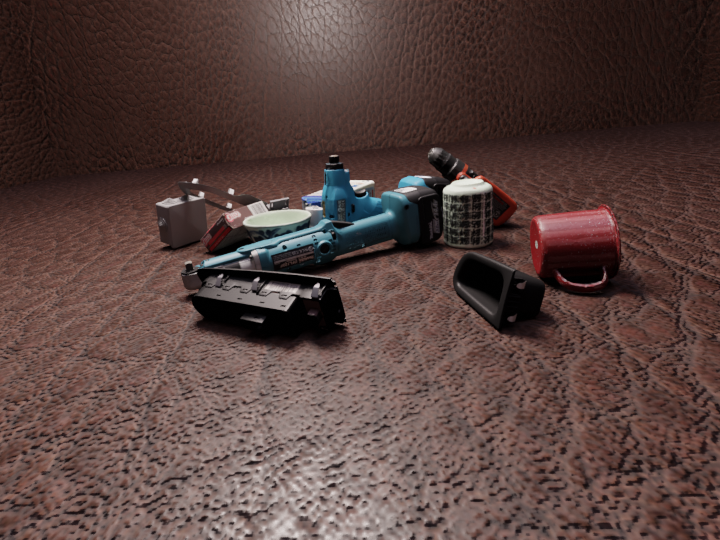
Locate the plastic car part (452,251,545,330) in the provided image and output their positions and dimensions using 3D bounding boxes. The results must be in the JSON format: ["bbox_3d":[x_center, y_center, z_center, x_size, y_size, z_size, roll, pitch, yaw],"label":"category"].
[{"bbox_3d":[0.163,0.018,0.484,0.070,0.065,0.119,8,14,-11],"label":"plastic car part"}]

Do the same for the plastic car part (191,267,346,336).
[{"bbox_3d":[-0.121,0.039,0.495,0.212,0.063,0.067,8,48,30],"label":"plastic car part"}]

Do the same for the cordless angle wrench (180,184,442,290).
[{"bbox_3d":[-0.065,-0.043,0.666,0.413,0.095,0.078,-18,22,-20],"label":"cordless angle wrench"}]

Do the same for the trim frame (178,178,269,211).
[{"bbox_3d":[-0.273,-0.146,0.908,0.194,0.028,0.234,10,-9,45],"label":"trim frame"}]

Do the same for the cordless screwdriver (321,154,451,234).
[{"bbox_3d":[0.047,-0.142,0.790,0.243,0.156,0.078,-9,19,-17],"label":"cordless screwdriver"}]
